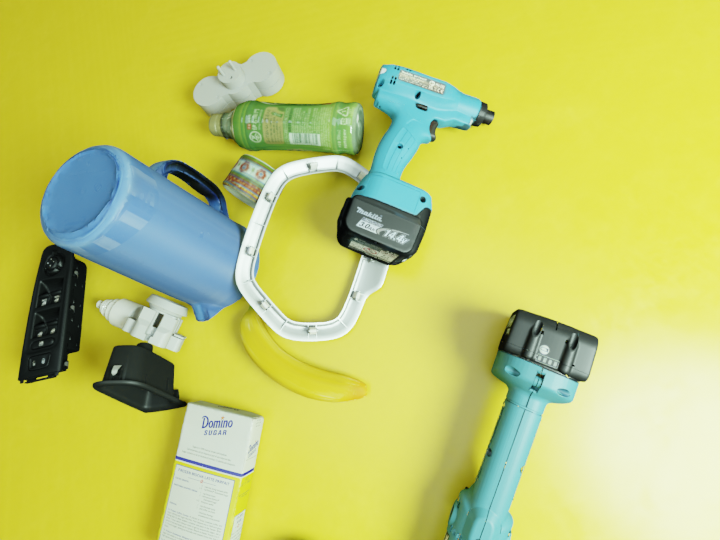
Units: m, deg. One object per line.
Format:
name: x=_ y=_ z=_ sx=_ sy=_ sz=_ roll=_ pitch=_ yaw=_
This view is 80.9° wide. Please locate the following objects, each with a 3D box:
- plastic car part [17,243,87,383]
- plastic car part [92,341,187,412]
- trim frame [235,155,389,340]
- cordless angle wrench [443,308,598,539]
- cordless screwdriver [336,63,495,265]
plastic car part: x=-0.433 y=0.055 z=0.613 sx=0.067 sy=0.064 sz=0.208 roll=-18 pitch=68 yaw=15
plastic car part: x=-0.277 y=0.131 z=0.540 sx=0.067 sy=0.111 sz=0.073 roll=-13 pitch=51 yaw=8
trim frame: x=-0.053 y=-0.034 z=0.538 sx=0.182 sy=0.027 sz=0.250 roll=19 pitch=76 yaw=-4
cordless angle wrench: x=0.117 y=0.249 z=0.415 sx=0.077 sy=0.094 sz=0.423 roll=20 pitch=85 yaw=18
cordless screwdriver: x=0.069 y=-0.129 z=0.522 sx=0.159 sy=0.074 sz=0.251 roll=17 pitch=75 yaw=-2
